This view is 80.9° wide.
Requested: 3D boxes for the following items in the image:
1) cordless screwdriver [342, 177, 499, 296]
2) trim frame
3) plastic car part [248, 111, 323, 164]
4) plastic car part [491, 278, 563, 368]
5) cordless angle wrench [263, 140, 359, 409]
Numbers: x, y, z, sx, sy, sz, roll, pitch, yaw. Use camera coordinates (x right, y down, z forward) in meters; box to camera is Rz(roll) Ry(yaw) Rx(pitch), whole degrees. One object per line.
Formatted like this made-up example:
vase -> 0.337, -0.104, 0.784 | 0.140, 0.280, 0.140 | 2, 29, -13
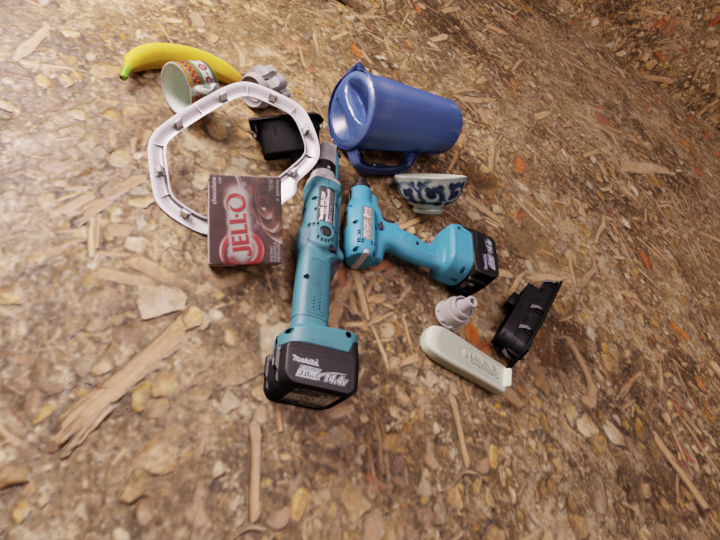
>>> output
cordless screwdriver -> 0.090, -0.055, 0.674 | 0.242, 0.074, 0.163 | 14, 54, -16
trim frame -> -0.168, -0.159, 0.577 | 0.245, 0.028, 0.183 | -40, 92, -21
plastic car part -> -0.110, -0.200, 0.653 | 0.115, 0.066, 0.071 | -6, 89, -7
plastic car part -> 0.268, 0.075, 0.689 | 0.068, 0.066, 0.200 | 37, 48, 8
cordless angle wrench -> -0.057, -0.037, 0.584 | 0.095, 0.075, 0.435 | 16, 50, -21
